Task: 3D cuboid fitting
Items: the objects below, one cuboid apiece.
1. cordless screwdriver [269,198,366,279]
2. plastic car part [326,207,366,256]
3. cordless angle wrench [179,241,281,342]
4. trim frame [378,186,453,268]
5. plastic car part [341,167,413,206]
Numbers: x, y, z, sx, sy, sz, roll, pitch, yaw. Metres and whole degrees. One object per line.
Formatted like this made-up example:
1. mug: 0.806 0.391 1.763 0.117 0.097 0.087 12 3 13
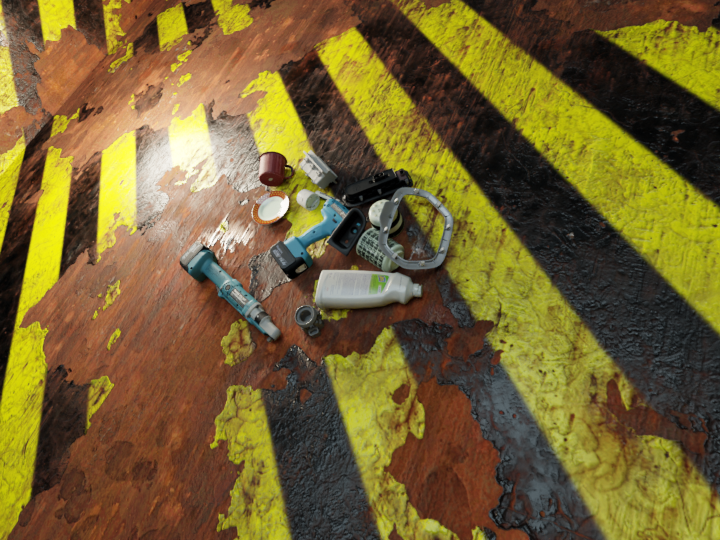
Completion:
1. cordless screwdriver: -0.113 -0.074 1.154 0.247 0.071 0.167 -41 63 -8
2. plastic car part: -0.024 -0.099 1.087 0.068 0.069 0.116 35 91 11
3. cordless angle wrench: -0.361 0.059 1.186 0.446 0.070 0.098 34 78 33
4. trim frame: 0.135 -0.109 1.038 0.185 0.027 0.250 22 61 2
5. plastic car part: 0.040 -0.236 1.184 0.205 0.064 0.069 -22 62 9
